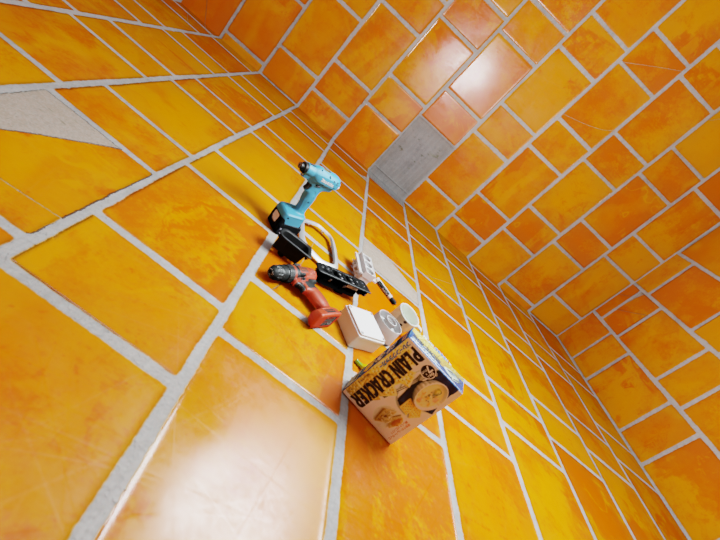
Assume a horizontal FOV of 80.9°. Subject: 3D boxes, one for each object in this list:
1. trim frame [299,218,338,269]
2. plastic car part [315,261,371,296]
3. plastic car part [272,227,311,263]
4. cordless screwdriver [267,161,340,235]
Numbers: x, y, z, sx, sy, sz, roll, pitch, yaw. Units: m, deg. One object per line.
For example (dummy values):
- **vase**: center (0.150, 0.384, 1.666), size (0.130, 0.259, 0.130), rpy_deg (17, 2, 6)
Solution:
- **trim frame**: center (-0.141, -0.092, 1.438), size (0.176, 0.028, 0.258), rpy_deg (32, 24, -27)
- **plastic car part**: center (-0.065, 0.033, 1.282), size (0.193, 0.067, 0.069), rpy_deg (30, 26, -32)
- **plastic car part**: center (-0.203, -0.064, 1.212), size (0.112, 0.071, 0.068), rpy_deg (36, 23, -21)
- **cordless screwdriver**: center (-0.189, -0.216, 1.275), size (0.150, 0.251, 0.078), rpy_deg (19, 34, -48)
